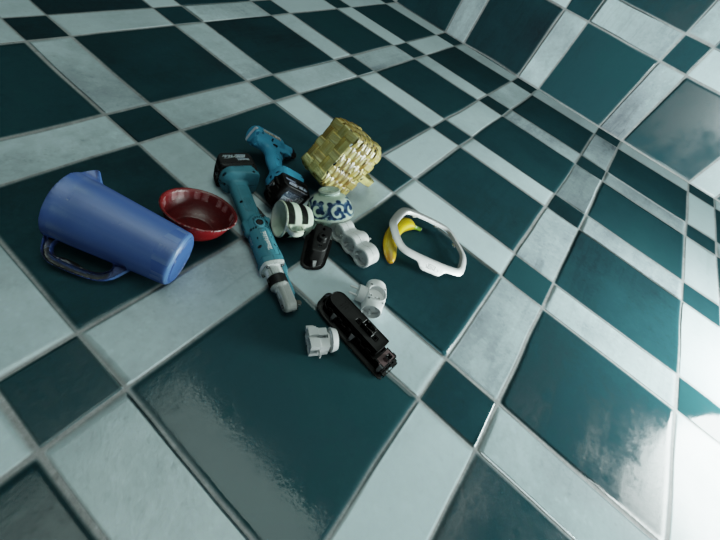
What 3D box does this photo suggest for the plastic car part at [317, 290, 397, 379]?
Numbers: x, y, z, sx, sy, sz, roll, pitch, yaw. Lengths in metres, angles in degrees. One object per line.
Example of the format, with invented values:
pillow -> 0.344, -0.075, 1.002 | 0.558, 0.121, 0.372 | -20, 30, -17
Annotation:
plastic car part -> -0.008, 0.116, 0.848 | 0.065, 0.066, 0.211 | -33, 66, -34

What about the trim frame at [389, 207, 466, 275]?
trim frame -> 0.176, -0.072, 1.092 | 0.239, 0.028, 0.189 | 21, 48, -22

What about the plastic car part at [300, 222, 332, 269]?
plastic car part -> -0.094, -0.062, 0.963 | 0.065, 0.070, 0.119 | 19, 42, -9

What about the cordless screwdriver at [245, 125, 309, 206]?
cordless screwdriver -> -0.198, -0.258, 1.086 | 0.150, 0.075, 0.260 | 18, 39, -48

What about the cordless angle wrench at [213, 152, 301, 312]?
cordless angle wrench -> -0.228, -0.092, 0.935 | 0.094, 0.074, 0.441 | -8, 56, -31
